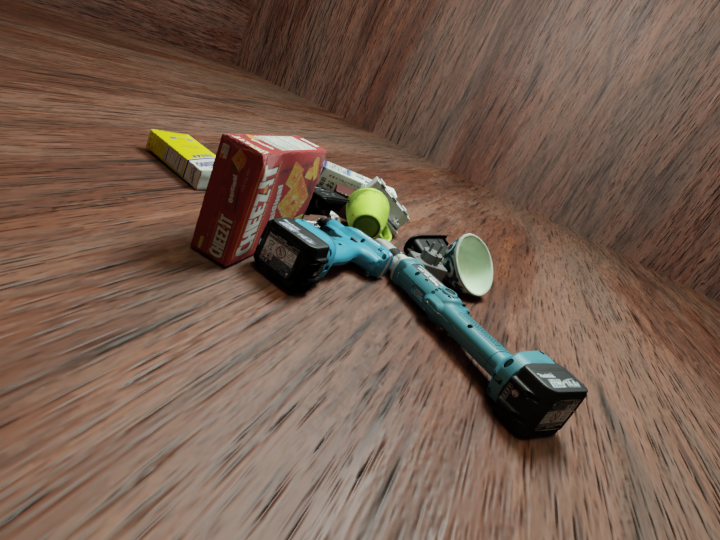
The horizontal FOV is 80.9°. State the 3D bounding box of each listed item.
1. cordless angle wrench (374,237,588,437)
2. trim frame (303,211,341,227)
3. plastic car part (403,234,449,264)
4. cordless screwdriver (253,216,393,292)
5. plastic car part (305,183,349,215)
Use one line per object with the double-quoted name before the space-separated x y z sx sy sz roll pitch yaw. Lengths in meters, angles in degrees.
"cordless angle wrench" 0.129 0.056 0.653 0.093 0.074 0.447 9 25 -34
"trim frame" -0.151 -0.151 0.882 0.256 0.027 0.180 28 22 14
"plastic car part" 0.148 -0.033 0.883 0.111 0.066 0.074 -4 50 -43
"cordless screwdriver" -0.066 -0.043 0.674 0.167 0.074 0.238 36 21 26
"plastic car part" -0.110 -0.147 0.799 0.063 0.066 0.215 -7 34 -39
